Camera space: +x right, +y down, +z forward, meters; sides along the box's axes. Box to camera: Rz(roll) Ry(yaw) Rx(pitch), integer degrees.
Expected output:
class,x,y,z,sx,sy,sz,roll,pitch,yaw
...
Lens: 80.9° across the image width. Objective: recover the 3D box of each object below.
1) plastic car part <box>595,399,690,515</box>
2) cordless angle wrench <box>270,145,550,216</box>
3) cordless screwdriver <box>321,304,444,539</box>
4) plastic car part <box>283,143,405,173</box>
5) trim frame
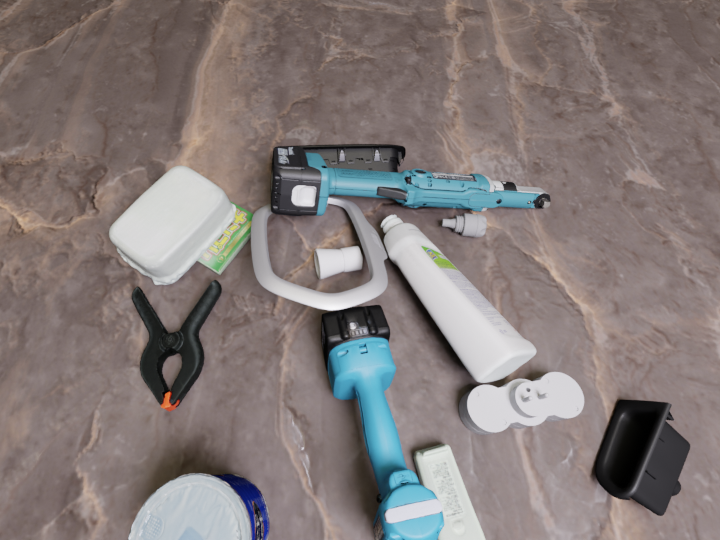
class,x,y,z,sx,sy,sz,roll,pitch,yaw
plastic car part,0.322,0.214,0.473,0.071,0.066,0.116,34,70,-1
cordless angle wrench,0.081,-0.121,0.625,0.417,0.073,0.102,2,33,-9
cordless screwdriver,0.014,0.173,0.467,0.073,0.154,0.260,-8,48,-11
plastic car part,-0.024,-0.168,0.672,0.202,0.065,0.068,-6,73,-3
trim frame,-0.056,-0.037,0.578,0.181,0.027,0.260,-6,40,-11
